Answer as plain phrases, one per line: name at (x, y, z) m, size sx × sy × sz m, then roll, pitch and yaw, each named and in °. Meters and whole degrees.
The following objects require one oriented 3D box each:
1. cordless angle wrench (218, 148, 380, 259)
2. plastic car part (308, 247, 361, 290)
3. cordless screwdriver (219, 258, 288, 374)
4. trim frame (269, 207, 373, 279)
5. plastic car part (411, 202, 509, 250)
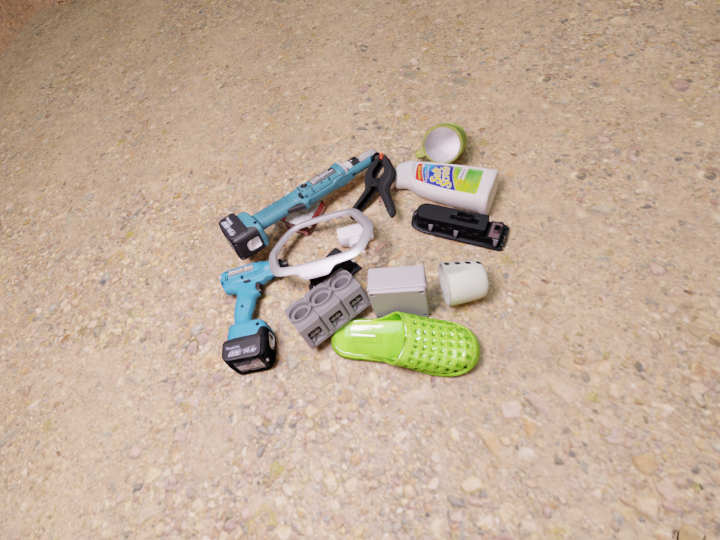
cordless angle wrench at (-0.127, -0.178, 0.999) m, size 0.418 × 0.071 × 0.103 m, roll -35°, pitch 50°, yaw -14°
plastic car part at (-0.066, -0.003, 0.910) m, size 0.115 × 0.068 × 0.070 m, roll -41°, pitch 56°, yaw -15°
cordless screwdriver at (-0.219, 0.084, 0.903) m, size 0.160 × 0.071 × 0.259 m, roll -18°, pitch 51°, yaw 5°
trim frame at (-0.089, -0.058, 0.909) m, size 0.255 × 0.026 × 0.189 m, roll -14°, pitch 42°, yaw 18°
plastic car part at (0.202, -0.100, 0.895) m, size 0.212 × 0.064 × 0.066 m, roll 15°, pitch 71°, yaw 28°
